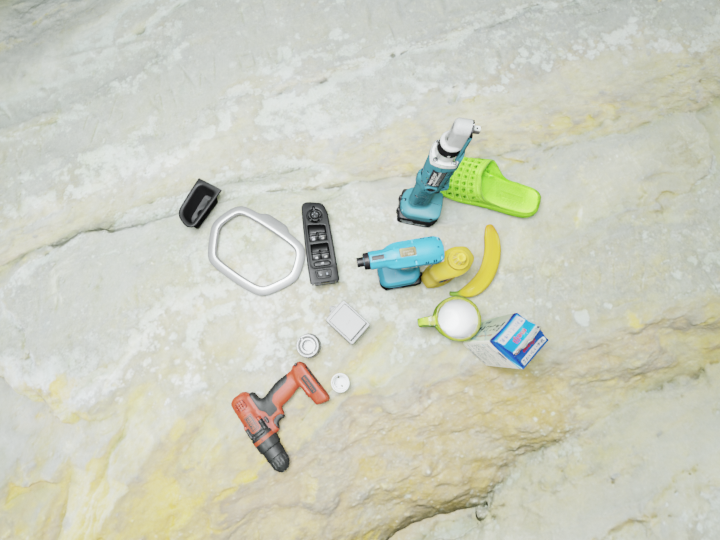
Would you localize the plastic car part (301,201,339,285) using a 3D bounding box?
[{"bbox_3d":[-0.097,-0.063,0.990,0.066,0.066,0.206,-9,77,-2],"label":"plastic car part"}]

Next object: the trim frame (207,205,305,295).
[{"bbox_3d":[-0.252,-0.050,1.015,0.253,0.027,0.184,31,80,10],"label":"trim frame"}]

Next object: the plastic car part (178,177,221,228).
[{"bbox_3d":[-0.388,-0.152,1.025,0.067,0.070,0.116,28,80,6],"label":"plastic car part"}]

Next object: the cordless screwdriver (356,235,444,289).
[{"bbox_3d":[0.067,-0.010,0.876,0.159,0.245,0.075,-9,80,-2],"label":"cordless screwdriver"}]

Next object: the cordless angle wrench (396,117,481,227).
[{"bbox_3d":[0.143,-0.180,0.825,0.098,0.417,0.075,12,79,0],"label":"cordless angle wrench"}]
